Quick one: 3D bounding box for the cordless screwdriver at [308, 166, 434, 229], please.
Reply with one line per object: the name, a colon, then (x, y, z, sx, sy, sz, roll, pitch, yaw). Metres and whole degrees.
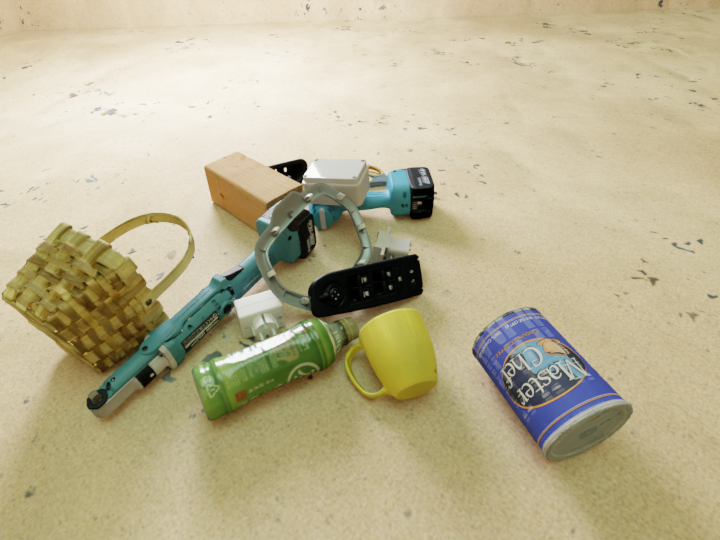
cordless screwdriver: (0.016, -0.161, 0.865, 0.249, 0.071, 0.165, -8, 41, 0)

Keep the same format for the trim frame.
trim frame: (-0.067, -0.044, 0.687, 0.181, 0.028, 0.247, 45, 52, -9)

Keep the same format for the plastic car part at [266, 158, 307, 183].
plastic car part: (-0.184, -0.218, 0.956, 0.113, 0.064, 0.075, -26, 33, -30)

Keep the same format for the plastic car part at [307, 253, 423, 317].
plastic car part: (0.002, 0.020, 0.645, 0.195, 0.065, 0.070, -13, 14, -34)

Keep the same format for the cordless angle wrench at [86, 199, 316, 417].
cordless angle wrench: (-0.219, 0.045, 0.640, 0.078, 0.094, 0.419, 22, 51, 24)
